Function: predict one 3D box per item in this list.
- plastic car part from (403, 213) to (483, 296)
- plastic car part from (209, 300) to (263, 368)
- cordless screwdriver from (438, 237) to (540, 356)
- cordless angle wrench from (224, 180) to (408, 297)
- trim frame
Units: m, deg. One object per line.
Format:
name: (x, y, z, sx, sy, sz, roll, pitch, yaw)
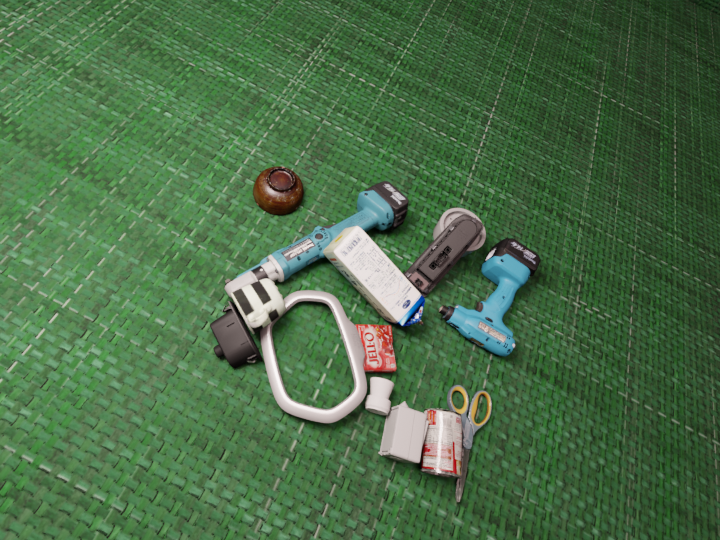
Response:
plastic car part: (0.175, -0.039, 0.884, 0.068, 0.065, 0.203, 42, 89, 14)
plastic car part: (-0.232, 0.124, 0.761, 0.070, 0.065, 0.119, -26, 75, -9)
cordless screwdriver: (0.277, 0.040, 0.909, 0.160, 0.074, 0.249, 29, 65, 2)
cordless angle wrench: (-0.086, -0.056, 0.875, 0.416, 0.072, 0.103, -31, 61, -21)
trim frame: (-0.085, 0.151, 0.779, 0.182, 0.027, 0.258, -16, 62, -10)
